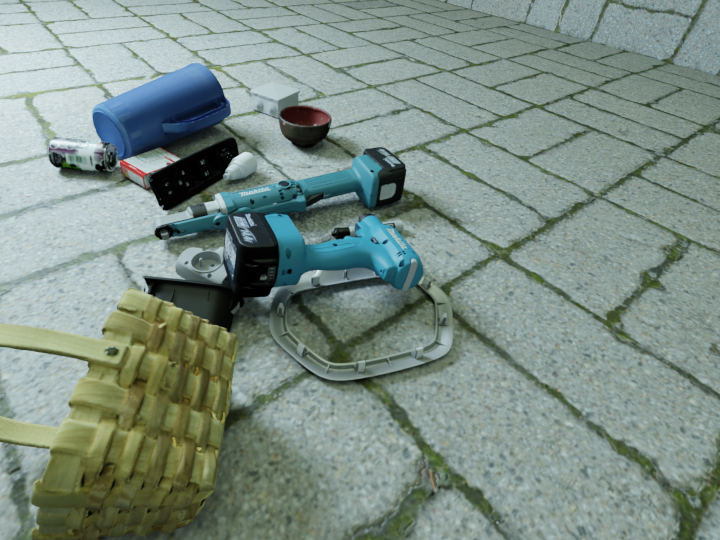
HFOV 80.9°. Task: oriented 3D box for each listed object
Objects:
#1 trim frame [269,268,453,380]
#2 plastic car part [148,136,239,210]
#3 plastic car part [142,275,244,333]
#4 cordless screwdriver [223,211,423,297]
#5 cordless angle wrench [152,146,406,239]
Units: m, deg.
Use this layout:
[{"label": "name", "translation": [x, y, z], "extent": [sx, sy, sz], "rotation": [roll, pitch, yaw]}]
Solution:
[{"label": "trim frame", "translation": [0.005, 0.052, 0.548], "extent": [0.243, 0.027, 0.193], "rotation": [-11, 43, -15]}, {"label": "plastic car part", "translation": [-0.296, -0.179, 0.757], "extent": [0.070, 0.064, 0.200], "rotation": [4, 36, 37]}, {"label": "plastic car part", "translation": [-0.203, 0.054, 0.505], "extent": [0.116, 0.065, 0.073], "rotation": [8, 56, -4]}, {"label": "cordless screwdriver", "translation": [-0.055, -0.036, 0.566], "extent": [0.241, 0.073, 0.167], "rotation": [-1, 34, -22]}, {"label": "cordless angle wrench", "translation": [-0.124, -0.120, 0.700], "extent": [0.412, 0.072, 0.103], "rotation": [-18, 47, -21]}]
